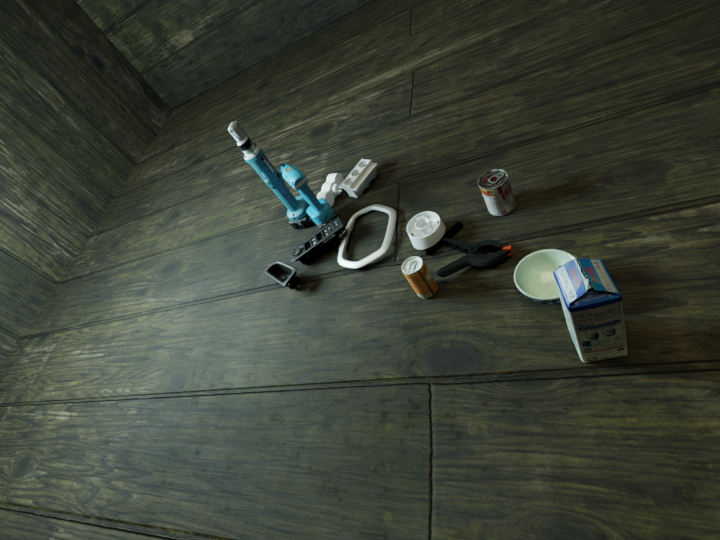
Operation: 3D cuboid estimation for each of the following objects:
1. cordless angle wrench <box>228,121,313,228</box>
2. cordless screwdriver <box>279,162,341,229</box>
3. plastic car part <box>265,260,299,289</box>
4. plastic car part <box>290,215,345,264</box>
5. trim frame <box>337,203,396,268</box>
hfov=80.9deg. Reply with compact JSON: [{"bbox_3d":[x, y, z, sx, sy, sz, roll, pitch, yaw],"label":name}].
[{"bbox_3d":[-0.280,-0.296,1.342,0.077,0.400,0.099,-9,48,29],"label":"cordless angle wrench"},{"bbox_3d":[-0.164,-0.233,1.328,0.074,0.235,0.168,-40,41,-2],"label":"cordless screwdriver"},{"bbox_3d":[-0.228,0.019,1.282,0.123,0.067,0.066,23,69,45],"label":"plastic car part"},{"bbox_3d":[-0.127,-0.083,1.302,0.204,0.063,0.069,-32,42,9],"label":"plastic car part"},{"bbox_3d":[0.016,-0.104,1.246,0.191,0.026,0.252,-8,50,30],"label":"trim frame"}]
